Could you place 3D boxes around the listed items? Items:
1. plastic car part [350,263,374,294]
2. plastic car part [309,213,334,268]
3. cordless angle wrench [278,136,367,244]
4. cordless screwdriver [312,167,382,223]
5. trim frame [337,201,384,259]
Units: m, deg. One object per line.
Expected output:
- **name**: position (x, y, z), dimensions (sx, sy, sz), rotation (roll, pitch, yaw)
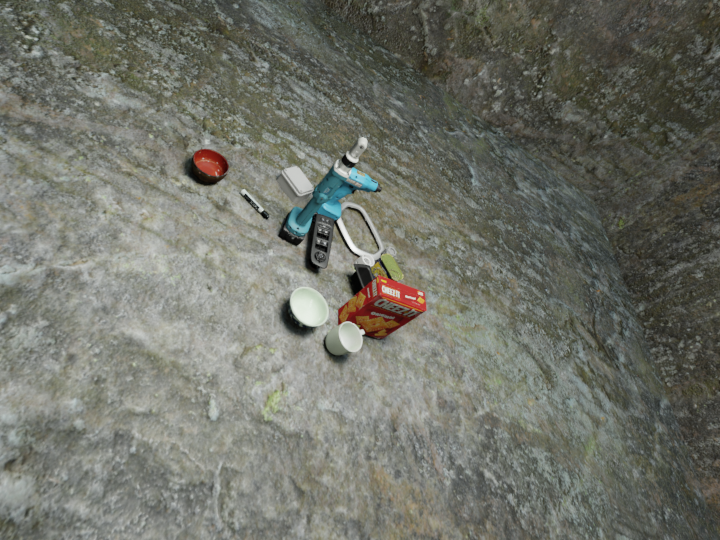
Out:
- **plastic car part**: position (0.004, 0.045, 1.346), dimensions (0.063, 0.072, 0.121), rotation (6, 55, -35)
- **plastic car part**: position (-0.132, -0.086, 1.353), dimensions (0.064, 0.068, 0.209), rotation (22, 47, -23)
- **cordless angle wrench**: position (-0.107, -0.225, 1.216), dimensions (0.072, 0.428, 0.100), rotation (29, 46, -20)
- **cordless screwdriver**: position (-0.057, -0.234, 1.390), dimensions (0.153, 0.252, 0.076), rotation (22, 49, -24)
- **trim frame**: position (-0.002, -0.144, 1.522), dimensions (0.176, 0.028, 0.257), rotation (-10, 64, -41)
